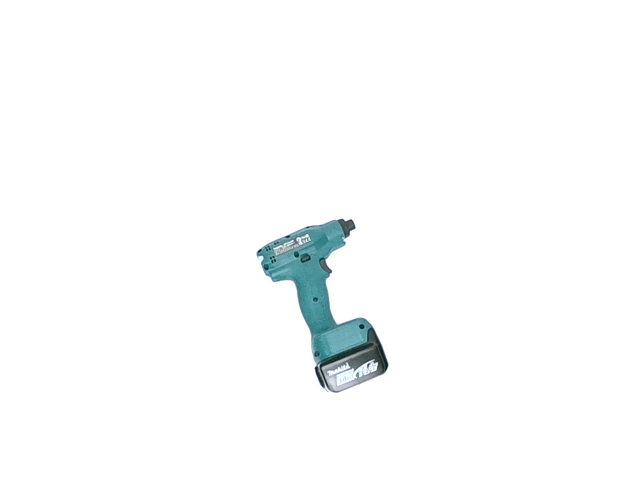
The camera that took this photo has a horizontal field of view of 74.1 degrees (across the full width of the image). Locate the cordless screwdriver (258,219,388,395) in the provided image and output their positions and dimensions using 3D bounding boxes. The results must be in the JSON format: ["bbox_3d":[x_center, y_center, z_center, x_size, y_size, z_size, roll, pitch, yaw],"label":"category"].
[{"bbox_3d":[0.024,0.088,0.626,0.159,0.249,0.074,-24,-21,-9],"label":"cordless screwdriver"}]
